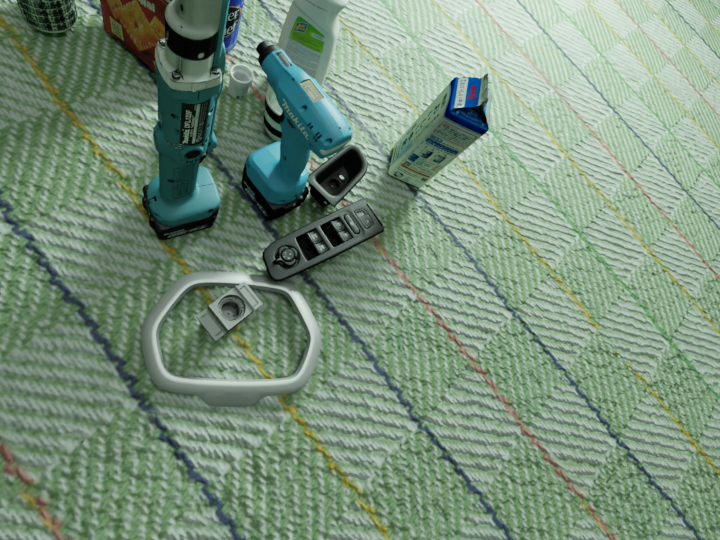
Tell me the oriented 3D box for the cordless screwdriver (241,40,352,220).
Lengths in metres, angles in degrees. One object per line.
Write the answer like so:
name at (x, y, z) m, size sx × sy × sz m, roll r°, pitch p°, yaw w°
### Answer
cordless screwdriver at (-0.114, -0.182, 0.595) m, size 0.073 × 0.252 × 0.160 m, roll -34°, pitch 88°, yaw -29°

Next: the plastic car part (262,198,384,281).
plastic car part at (-0.065, -0.042, 0.663) m, size 0.198 × 0.068 × 0.067 m, roll -28°, pitch 84°, yaw -27°

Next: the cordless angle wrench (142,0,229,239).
cordless angle wrench at (-0.188, -0.147, 0.454) m, size 0.095 × 0.429 × 0.075 m, roll -19°, pitch 82°, yaw -28°

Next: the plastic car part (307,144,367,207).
plastic car part at (-0.042, -0.151, 0.711) m, size 0.066 × 0.072 × 0.115 m, roll 44°, pitch 61°, yaw -3°

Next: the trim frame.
trim frame at (-0.174, 0.092, 0.592) m, size 0.241 × 0.028 × 0.188 m, roll 5°, pitch 68°, yaw -18°
